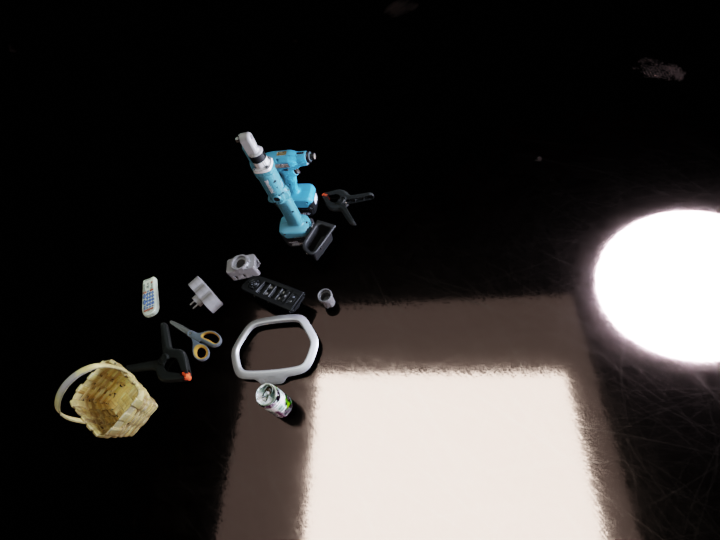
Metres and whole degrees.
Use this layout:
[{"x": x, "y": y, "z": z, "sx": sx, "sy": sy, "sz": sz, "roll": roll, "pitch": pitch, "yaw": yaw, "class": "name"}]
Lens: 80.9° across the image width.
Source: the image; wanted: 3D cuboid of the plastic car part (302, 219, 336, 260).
[{"x": -0.121, "y": -0.079, "z": 1.239, "sx": 0.069, "sy": 0.067, "sz": 0.117, "roll": 18, "pitch": 65, "yaw": 27, "class": "plastic car part"}]

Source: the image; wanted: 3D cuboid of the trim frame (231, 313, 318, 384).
[{"x": -0.228, "y": 0.205, "z": 1.112, "sx": 0.253, "sy": 0.026, "sz": 0.190, "roll": -9, "pitch": 55, "yaw": 13, "class": "trim frame"}]

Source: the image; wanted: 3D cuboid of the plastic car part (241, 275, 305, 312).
[{"x": -0.243, "y": 0.067, "z": 1.186, "sx": 0.213, "sy": 0.064, "sz": 0.066, "roll": 19, "pitch": 65, "yaw": 28, "class": "plastic car part"}]

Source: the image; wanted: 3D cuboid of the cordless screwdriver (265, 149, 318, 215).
[{"x": -0.182, "y": -0.267, "z": 1.279, "sx": 0.164, "sy": 0.237, "sz": 0.076, "roll": 0, "pitch": 58, "yaw": 17, "class": "cordless screwdriver"}]

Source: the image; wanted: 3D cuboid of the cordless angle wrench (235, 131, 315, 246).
[{"x": -0.226, "y": -0.213, "z": 1.155, "sx": 0.100, "sy": 0.403, "sz": 0.076, "roll": -4, "pitch": 57, "yaw": 13, "class": "cordless angle wrench"}]
